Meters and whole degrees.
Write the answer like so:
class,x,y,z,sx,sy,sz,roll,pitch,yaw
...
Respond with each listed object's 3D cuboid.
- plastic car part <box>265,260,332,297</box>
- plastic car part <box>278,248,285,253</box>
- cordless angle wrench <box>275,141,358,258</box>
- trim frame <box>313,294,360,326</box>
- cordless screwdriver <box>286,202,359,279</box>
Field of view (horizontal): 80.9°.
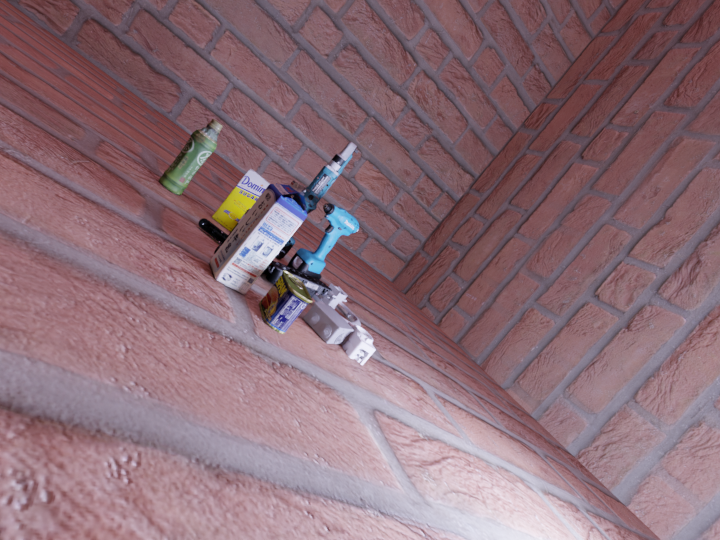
class,x,y,z,sx,sy,sz,roll,pitch,yaw
plastic car part,-0.164,0.026,1.057,0.191,0.067,0.070,33,8,-47
plastic car part,-0.264,-0.067,1.148,0.062,0.071,0.123,35,7,-37
cordless angle wrench,-0.155,-0.226,1.312,0.096,0.423,0.076,38,6,-13
trim frame,-0.078,0.103,1.200,0.188,0.027,0.243,39,5,9
cordless screwdriver,-0.122,-0.080,1.245,0.078,0.249,0.150,44,7,36
